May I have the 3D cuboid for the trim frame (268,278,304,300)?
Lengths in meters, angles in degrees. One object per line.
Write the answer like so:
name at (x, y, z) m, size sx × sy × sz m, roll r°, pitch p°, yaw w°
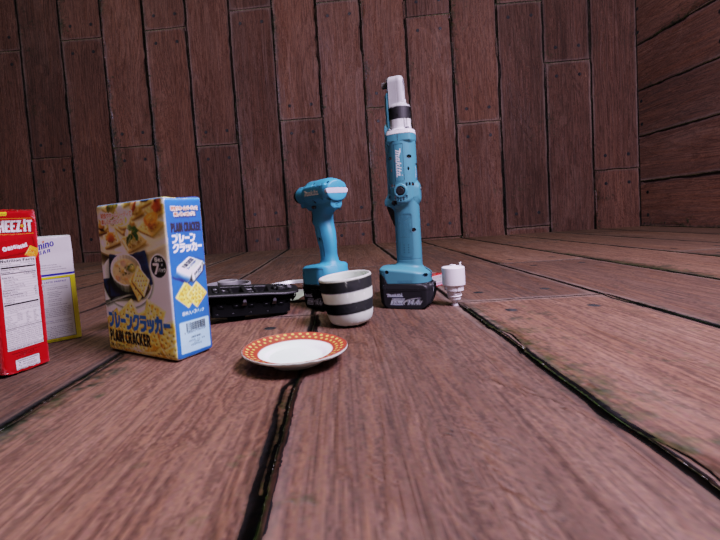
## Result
trim frame at (-0.132, 0.043, 0.984) m, size 0.257 × 0.027 × 0.179 m, roll -1°, pitch 8°, yaw 22°

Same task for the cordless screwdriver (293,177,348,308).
cordless screwdriver at (-0.083, -0.054, 0.844) m, size 0.071 × 0.247 × 0.166 m, roll -6°, pitch 5°, yaw -34°

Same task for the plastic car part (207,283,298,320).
plastic car part at (-0.208, 0.055, 0.768) m, size 0.197 × 0.067 × 0.068 m, roll -6°, pitch 6°, yaw -20°

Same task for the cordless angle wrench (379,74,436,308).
cordless angle wrench at (0.078, -0.145, 0.782) m, size 0.101 × 0.421 × 0.072 m, roll -2°, pitch 4°, yaw 24°
